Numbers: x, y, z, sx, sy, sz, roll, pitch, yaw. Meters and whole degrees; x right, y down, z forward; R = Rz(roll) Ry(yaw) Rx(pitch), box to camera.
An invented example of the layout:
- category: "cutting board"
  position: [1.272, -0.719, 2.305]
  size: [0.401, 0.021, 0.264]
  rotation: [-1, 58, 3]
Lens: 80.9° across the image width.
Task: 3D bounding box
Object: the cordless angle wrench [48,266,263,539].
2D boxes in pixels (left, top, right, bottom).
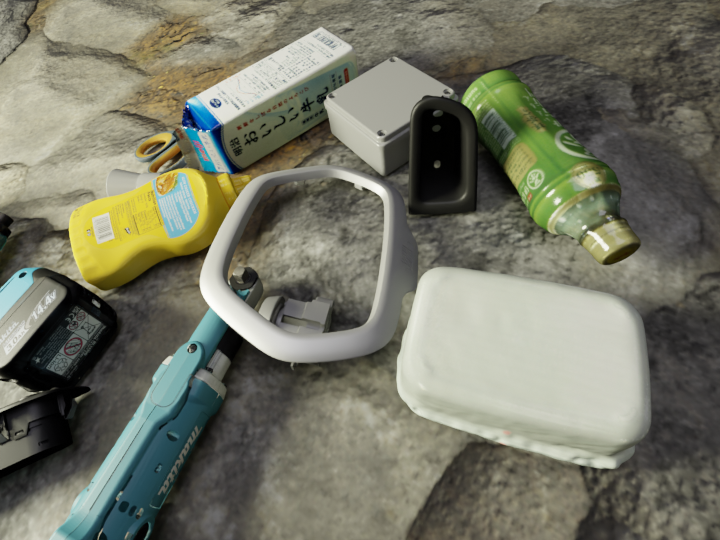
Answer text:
- category: "cordless angle wrench"
  position: [-0.173, 0.172, 0.290]
  size: [0.077, 0.094, 0.426]
  rotation: [13, 57, 17]

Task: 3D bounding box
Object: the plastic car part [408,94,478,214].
- category: "plastic car part"
  position: [0.078, -0.121, 0.416]
  size: [0.067, 0.112, 0.072]
  rotation: [-2, 33, 8]

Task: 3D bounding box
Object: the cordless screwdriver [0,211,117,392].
- category: "cordless screwdriver"
  position: [-0.360, 0.019, 0.433]
  size: [0.259, 0.071, 0.160]
  rotation: [11, 60, 22]

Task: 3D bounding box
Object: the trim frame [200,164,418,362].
- category: "trim frame"
  position: [-0.038, -0.025, 0.386]
  size: [0.185, 0.027, 0.254]
  rotation: [7, 44, 3]

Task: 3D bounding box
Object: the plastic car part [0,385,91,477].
- category: "plastic car part"
  position: [-0.322, 0.155, 0.342]
  size: [0.201, 0.064, 0.070]
  rotation: [-28, 67, -7]
